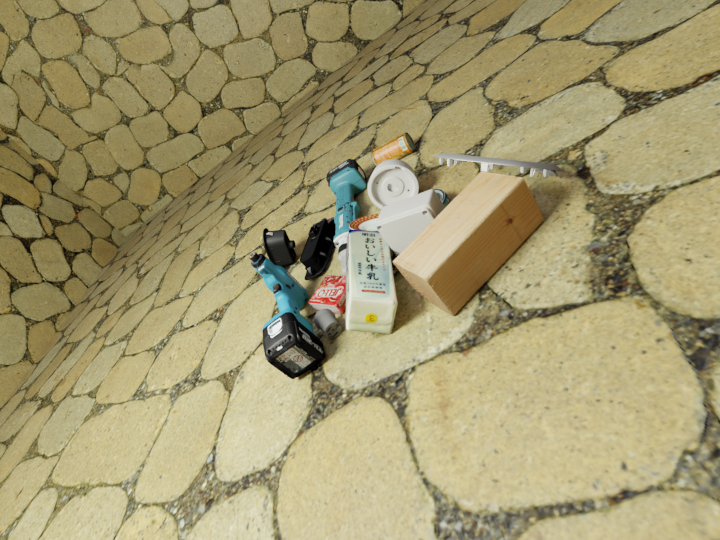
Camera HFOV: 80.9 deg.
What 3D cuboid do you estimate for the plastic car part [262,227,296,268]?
[{"bbox_3d":[-0.198,-0.056,1.070,0.072,0.112,0.067,-7,37,10],"label":"plastic car part"}]

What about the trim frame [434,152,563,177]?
[{"bbox_3d":[0.220,-0.174,0.694,0.185,0.027,0.251,5,15,0],"label":"trim frame"}]

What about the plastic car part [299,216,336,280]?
[{"bbox_3d":[-0.099,-0.064,1.008,0.068,0.064,0.207,-16,41,25],"label":"plastic car part"}]

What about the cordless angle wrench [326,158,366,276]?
[{"bbox_3d":[-0.031,-0.130,1.005,0.100,0.071,0.436,-29,35,20],"label":"cordless angle wrench"}]

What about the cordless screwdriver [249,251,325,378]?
[{"bbox_3d":[-0.151,0.070,0.801,0.075,0.152,0.259,-37,32,8],"label":"cordless screwdriver"}]
